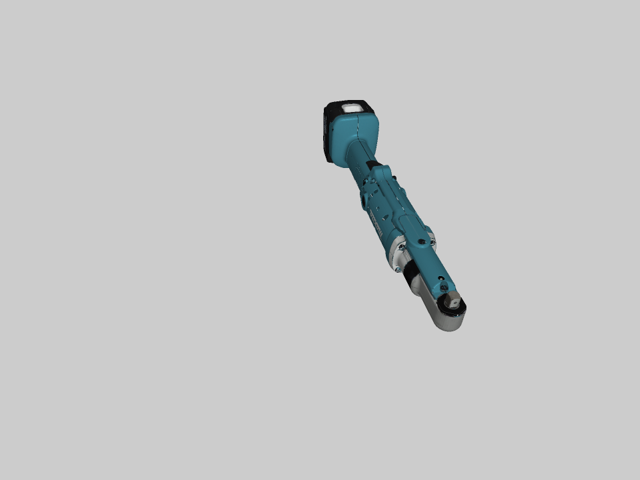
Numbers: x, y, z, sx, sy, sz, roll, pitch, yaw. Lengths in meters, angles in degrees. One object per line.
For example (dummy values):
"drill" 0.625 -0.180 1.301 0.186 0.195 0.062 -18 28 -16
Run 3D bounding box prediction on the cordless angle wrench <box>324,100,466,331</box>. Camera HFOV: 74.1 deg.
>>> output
"cordless angle wrench" 0.080 -0.055 0.541 0.074 0.098 0.421 -7 41 -9
